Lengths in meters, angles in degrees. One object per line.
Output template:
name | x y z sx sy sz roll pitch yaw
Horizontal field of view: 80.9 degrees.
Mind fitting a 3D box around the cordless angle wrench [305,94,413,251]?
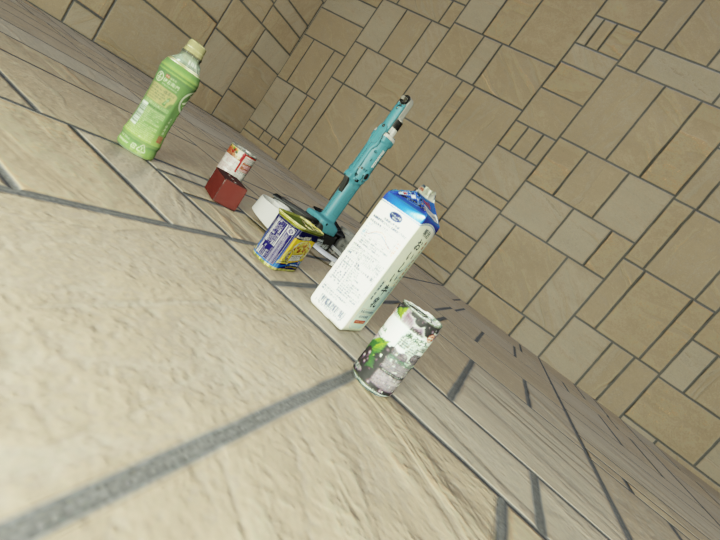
cordless angle wrench | -0.006 -0.240 1.031 0.078 0.423 0.093 42 10 30

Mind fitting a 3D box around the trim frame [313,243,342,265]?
trim frame | -0.103 -0.067 1.053 0.262 0.027 0.174 41 10 34

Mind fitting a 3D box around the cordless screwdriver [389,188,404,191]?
cordless screwdriver | 0.051 -0.114 1.157 0.071 0.249 0.165 33 9 -24

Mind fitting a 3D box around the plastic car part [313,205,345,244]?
plastic car part | -0.104 -0.130 1.261 0.063 0.067 0.212 31 9 -29

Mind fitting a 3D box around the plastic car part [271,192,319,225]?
plastic car part | -0.159 -0.115 0.945 0.116 0.071 0.066 35 9 -4
